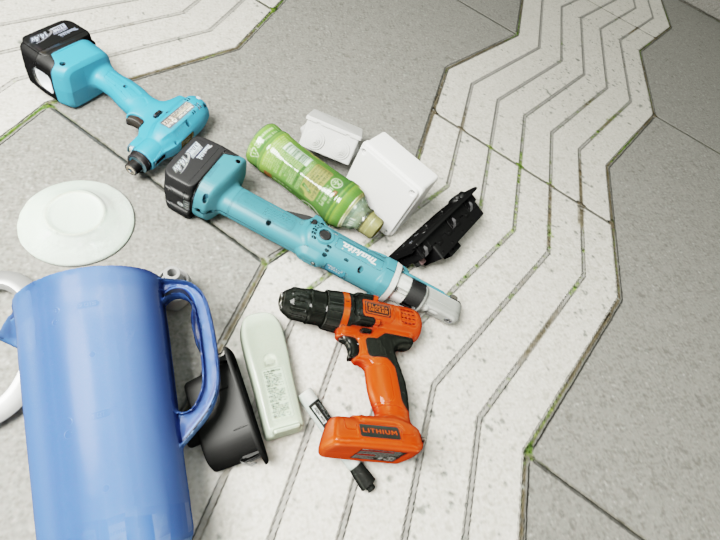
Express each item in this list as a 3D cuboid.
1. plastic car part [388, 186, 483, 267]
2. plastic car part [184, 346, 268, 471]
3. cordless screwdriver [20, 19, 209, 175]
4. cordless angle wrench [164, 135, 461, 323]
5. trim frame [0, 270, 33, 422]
[{"bbox_3d":[0.130,-0.063,0.640,0.067,0.067,0.200,45,56,-1],"label":"plastic car part"},{"bbox_3d":[-0.144,0.148,0.429,0.070,0.065,0.120,-18,68,-11],"label":"plastic car part"},{"bbox_3d":[-0.361,-0.241,0.603,0.248,0.074,0.160,30,55,-2],"label":"cordless screwdriver"},{"bbox_3d":[-0.055,-0.036,0.565,0.422,0.074,0.098,28,55,-1],"label":"cordless angle wrench"},{"bbox_3d":[-0.426,0.087,0.400,0.242,0.027,0.191,-21,67,-25],"label":"trim frame"}]
